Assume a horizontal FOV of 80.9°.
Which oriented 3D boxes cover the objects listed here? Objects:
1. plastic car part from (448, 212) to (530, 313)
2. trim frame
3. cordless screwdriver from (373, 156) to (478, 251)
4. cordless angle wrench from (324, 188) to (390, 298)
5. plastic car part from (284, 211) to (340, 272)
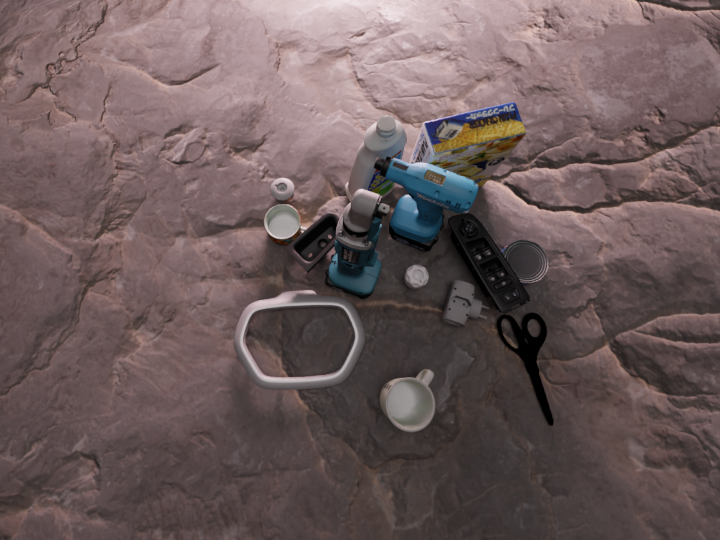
[{"bbox_3d":[0.233,-0.018,0.804,0.066,0.066,0.208,-25,76,-6],"label":"plastic car part"},{"bbox_3d":[-0.115,0.128,0.800,0.249,0.027,0.187,-5,75,1],"label":"trim frame"},{"bbox_3d":[0.092,-0.117,0.745,0.161,0.245,0.074,24,78,4],"label":"cordless screwdriver"},{"bbox_3d":[-0.007,-0.031,0.637,0.099,0.417,0.075,21,78,2],"label":"cordless angle wrench"},{"bbox_3d":[-0.081,-0.053,0.825,0.116,0.070,0.067,-43,80,-9],"label":"plastic car part"}]
